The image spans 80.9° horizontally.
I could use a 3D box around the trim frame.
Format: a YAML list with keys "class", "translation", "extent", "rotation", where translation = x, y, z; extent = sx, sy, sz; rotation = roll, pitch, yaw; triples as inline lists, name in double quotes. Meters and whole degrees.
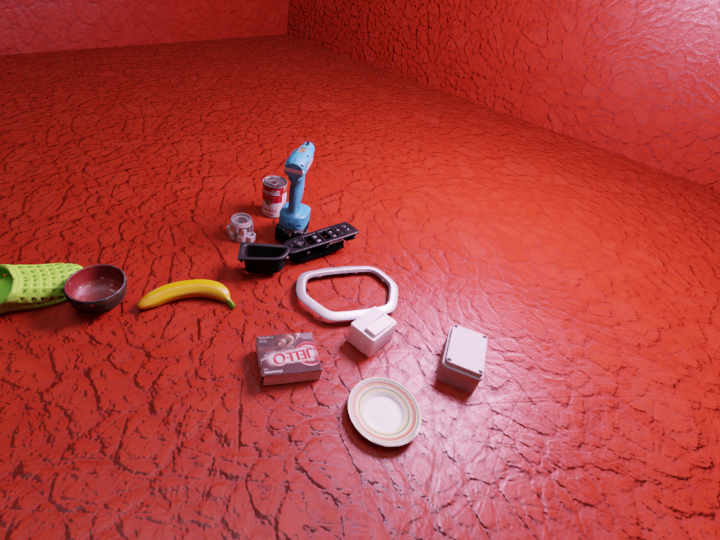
- class: "trim frame"
  translation: [-0.028, 0.045, 0.976]
  extent: [0.241, 0.027, 0.194]
  rotation: [-8, 42, -20]

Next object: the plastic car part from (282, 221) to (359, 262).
- class: "plastic car part"
  translation: [-0.105, -0.069, 1.072]
  extent: [0.196, 0.065, 0.070]
  rotation: [-17, 46, -29]

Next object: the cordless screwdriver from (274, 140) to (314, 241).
- class: "cordless screwdriver"
  translation: [-0.159, -0.200, 1.082]
  extent: [0.075, 0.243, 0.161]
  rotation: [14, 38, 1]

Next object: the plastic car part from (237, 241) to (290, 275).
- class: "plastic car part"
  translation: [-0.225, -0.021, 0.987]
  extent: [0.115, 0.069, 0.068]
  rotation: [5, 39, -6]
